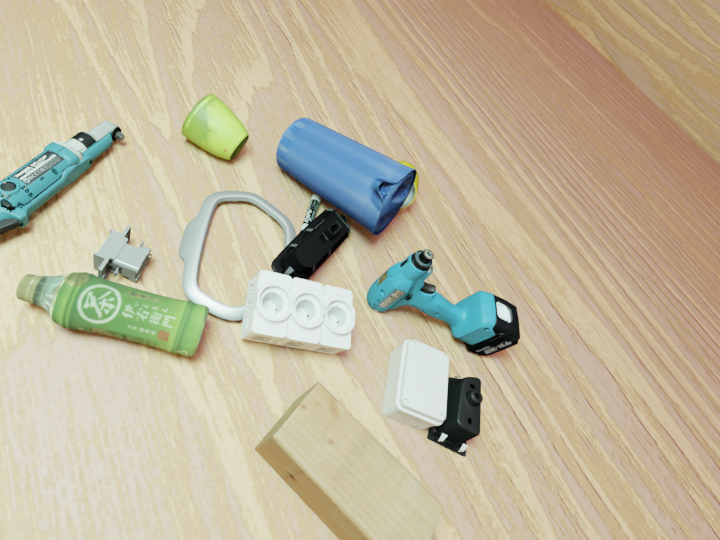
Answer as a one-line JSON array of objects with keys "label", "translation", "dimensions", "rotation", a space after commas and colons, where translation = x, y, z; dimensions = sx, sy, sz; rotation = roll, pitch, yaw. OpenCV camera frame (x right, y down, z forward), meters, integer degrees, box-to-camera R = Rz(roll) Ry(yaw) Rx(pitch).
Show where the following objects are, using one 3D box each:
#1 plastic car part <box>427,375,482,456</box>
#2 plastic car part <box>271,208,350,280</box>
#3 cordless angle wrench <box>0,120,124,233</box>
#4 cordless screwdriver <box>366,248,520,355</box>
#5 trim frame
[{"label": "plastic car part", "translation": [0.155, 0.207, 0.643], "dimensions": [0.065, 0.071, 0.118], "rotation": [28, 53, -10]}, {"label": "plastic car part", "translation": [-0.069, -0.045, 0.708], "dimensions": [0.065, 0.069, 0.201], "rotation": [53, 44, -13]}, {"label": "cordless angle wrench", "translation": [-0.470, -0.094, 0.570], "dimensions": [0.097, 0.074, 0.427], "rotation": [27, 48, -8]}, {"label": "cordless screwdriver", "translation": [0.151, 0.050, 0.696], "dimensions": [0.243, 0.160, 0.076], "rotation": [23, 52, -13]}, {"label": "trim frame", "translation": [-0.193, -0.033, 0.682], "dimensions": [0.178, 0.027, 0.255], "rotation": [12, 55, -18]}]
